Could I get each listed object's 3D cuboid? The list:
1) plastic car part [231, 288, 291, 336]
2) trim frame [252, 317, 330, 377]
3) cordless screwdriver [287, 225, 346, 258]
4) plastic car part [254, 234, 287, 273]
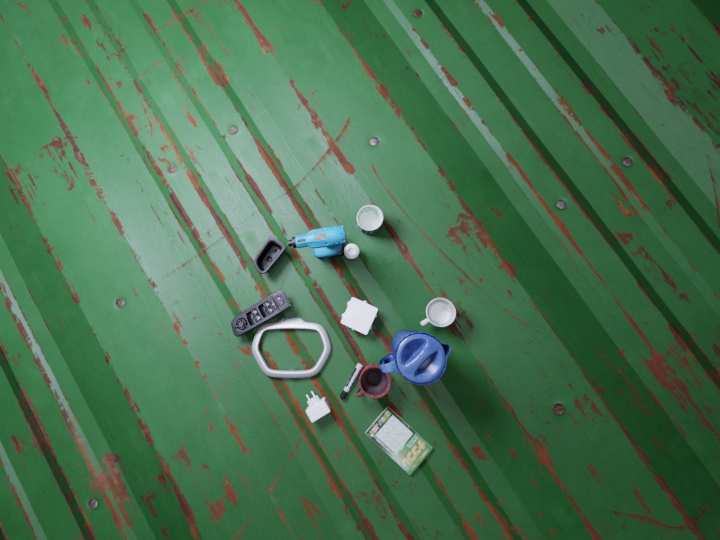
[{"bbox_3d":[-0.314,0.135,1.329,0.203,0.066,0.067,-31,85,0],"label":"plastic car part"},{"bbox_3d":[-0.217,0.242,1.328,0.250,0.027,0.185,-2,83,4],"label":"trim frame"},{"bbox_3d":[-0.122,-0.080,1.252,0.159,0.246,0.075,-9,86,-1],"label":"cordless screwdriver"},{"bbox_3d":[-0.290,-0.044,1.348,0.067,0.070,0.116,36,86,4],"label":"plastic car part"}]
